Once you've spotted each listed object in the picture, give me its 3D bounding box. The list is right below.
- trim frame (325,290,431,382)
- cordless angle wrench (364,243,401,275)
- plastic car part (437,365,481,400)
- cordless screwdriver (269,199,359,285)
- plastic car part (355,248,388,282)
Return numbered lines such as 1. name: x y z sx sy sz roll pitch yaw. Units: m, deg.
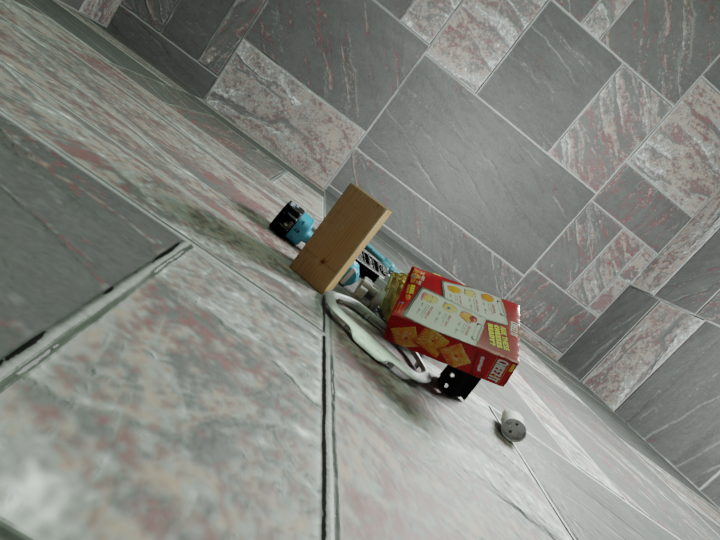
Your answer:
1. trim frame: 0.029 0.120 0.788 0.254 0.027 0.180 40 10 9
2. cordless angle wrench: 0.074 -0.003 1.310 0.435 0.098 0.072 43 8 14
3. plastic car part: 0.186 0.191 0.789 0.068 0.115 0.069 -10 46 -45
4. cordless screwdriver: -0.103 -0.067 1.049 0.248 0.074 0.159 41 10 -2
5. plastic car part: 0.011 -0.016 1.202 0.192 0.068 0.069 31 32 -38
